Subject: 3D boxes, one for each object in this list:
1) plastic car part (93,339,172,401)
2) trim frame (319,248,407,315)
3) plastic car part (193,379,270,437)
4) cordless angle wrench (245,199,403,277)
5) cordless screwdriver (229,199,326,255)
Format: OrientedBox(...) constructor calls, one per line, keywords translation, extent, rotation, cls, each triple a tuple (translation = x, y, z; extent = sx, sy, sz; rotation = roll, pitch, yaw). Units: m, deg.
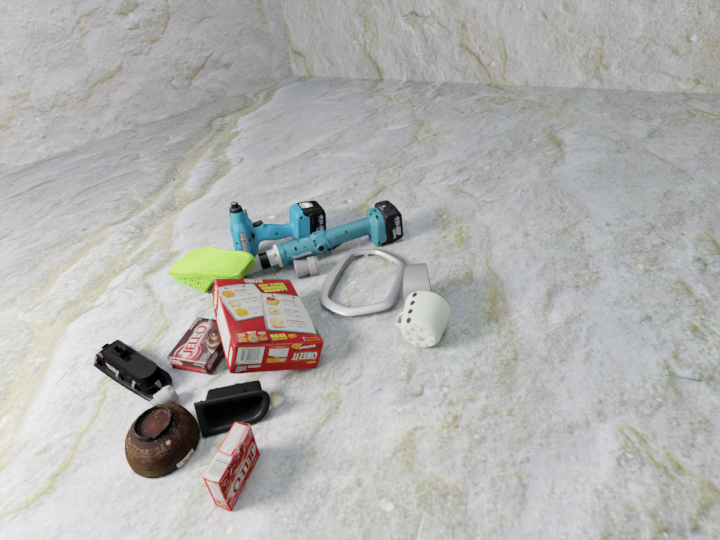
OrientedBox(translation=(-0.435, 0.178, 0.804), extent=(0.213, 0.065, 0.065), rotation=(19, 35, 30), cls="plastic car part")
OrientedBox(translation=(0.006, 0.021, 0.955), extent=(0.190, 0.026, 0.249), rotation=(6, 39, 19), cls="trim frame")
OrientedBox(translation=(-0.210, 0.217, 0.703), extent=(0.115, 0.064, 0.074), rotation=(-13, 20, -13), cls="plastic car part")
OrientedBox(translation=(-0.103, -0.067, 1.054), extent=(0.419, 0.094, 0.078), rotation=(-18, 39, -8), cls="cordless angle wrench")
OrientedBox(translation=(-0.217, -0.130, 1.107), extent=(0.244, 0.154, 0.078), rotation=(-16, 35, -15), cls="cordless screwdriver")
